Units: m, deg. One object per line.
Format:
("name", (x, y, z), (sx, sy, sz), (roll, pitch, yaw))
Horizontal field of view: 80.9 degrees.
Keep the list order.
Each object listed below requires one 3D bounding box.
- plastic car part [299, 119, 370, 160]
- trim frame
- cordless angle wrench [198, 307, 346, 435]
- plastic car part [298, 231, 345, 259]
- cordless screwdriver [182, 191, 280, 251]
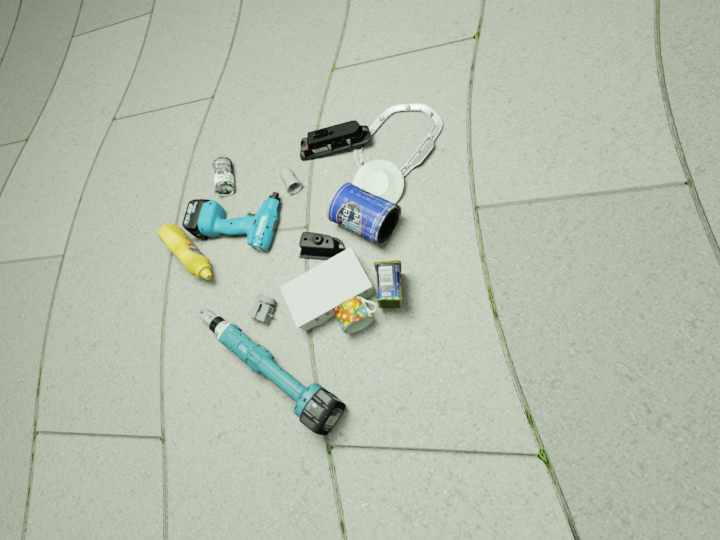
("plastic car part", (-0.074, -0.348, 1.101), (0.209, 0.063, 0.068), (-5, 60, 21))
("trim frame", (0.093, -0.327, 1.066), (0.193, 0.026, 0.248), (37, 83, 26))
("cordless angle wrench", (-0.224, 0.196, 0.937), (0.445, 0.093, 0.074), (30, 78, 29))
("plastic car part", (-0.098, -0.064, 1.004), (0.121, 0.067, 0.066), (7, 74, 23))
("cordless screwdriver", (-0.334, -0.145, 1.114), (0.257, 0.071, 0.161), (10, 73, 17))
